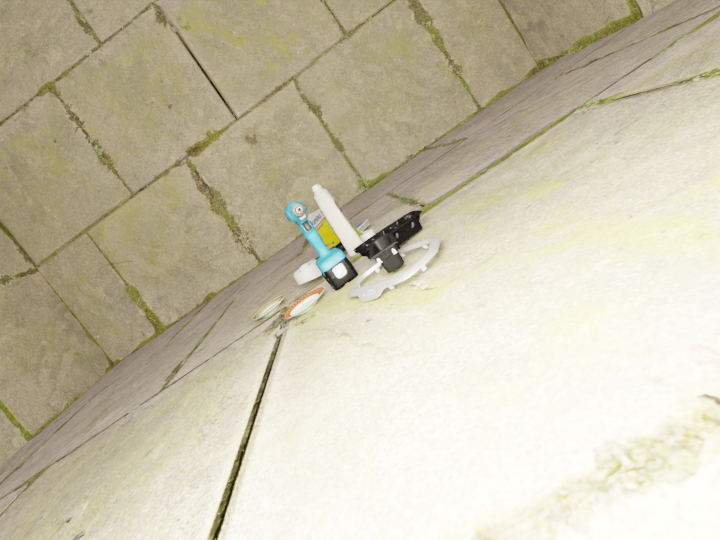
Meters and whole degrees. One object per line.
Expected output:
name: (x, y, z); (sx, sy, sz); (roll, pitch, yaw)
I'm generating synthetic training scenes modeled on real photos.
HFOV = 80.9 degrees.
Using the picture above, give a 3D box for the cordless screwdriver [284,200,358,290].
cordless screwdriver: (-0.103, -0.068, 1.058); (0.074, 0.245, 0.162); (-36, 8, -8)

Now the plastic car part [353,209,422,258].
plastic car part: (0.083, -0.085, 1.046); (0.200, 0.066, 0.068); (-40, 11, -20)

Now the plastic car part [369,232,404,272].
plastic car part: (0.061, -0.033, 0.903); (0.066, 0.070, 0.117); (-34, 11, 9)

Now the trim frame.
trim frame: (0.067, -0.001, 0.873); (0.181, 0.027, 0.256); (-44, 15, -34)
